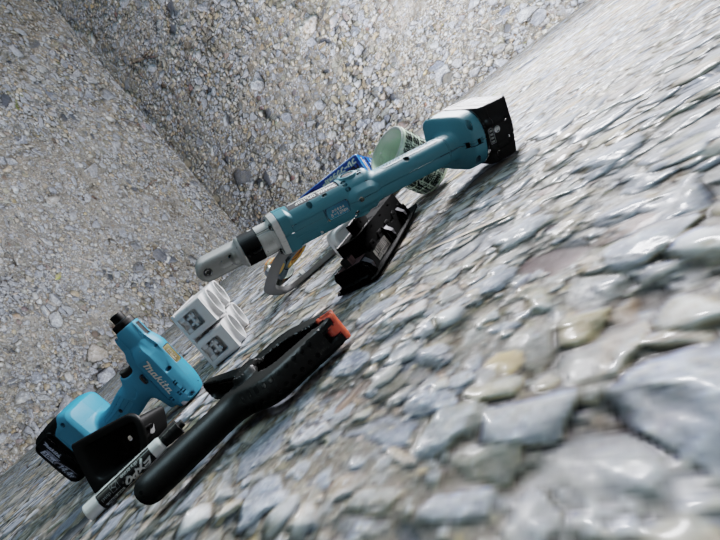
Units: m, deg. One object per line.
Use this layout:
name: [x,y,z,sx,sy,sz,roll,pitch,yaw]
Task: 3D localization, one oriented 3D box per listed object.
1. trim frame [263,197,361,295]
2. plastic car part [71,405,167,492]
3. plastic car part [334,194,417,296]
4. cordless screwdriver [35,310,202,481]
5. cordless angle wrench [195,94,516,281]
trim frame: [-0.071,-0.046,0.727,0.247,0.028,0.178,-44,-17,-12]
plastic car part: [-0.284,0.208,0.525,0.118,0.066,0.069,-32,-3,14]
plastic car part: [0.017,-0.049,0.561,0.067,0.067,0.201,-40,6,40]
cordless screwdriver: [-0.368,0.180,0.617,0.250,0.157,0.075,-39,8,12]
cordless angle wrench: [-0.007,-0.095,0.521,0.419,0.072,0.102,-29,25,-10]
